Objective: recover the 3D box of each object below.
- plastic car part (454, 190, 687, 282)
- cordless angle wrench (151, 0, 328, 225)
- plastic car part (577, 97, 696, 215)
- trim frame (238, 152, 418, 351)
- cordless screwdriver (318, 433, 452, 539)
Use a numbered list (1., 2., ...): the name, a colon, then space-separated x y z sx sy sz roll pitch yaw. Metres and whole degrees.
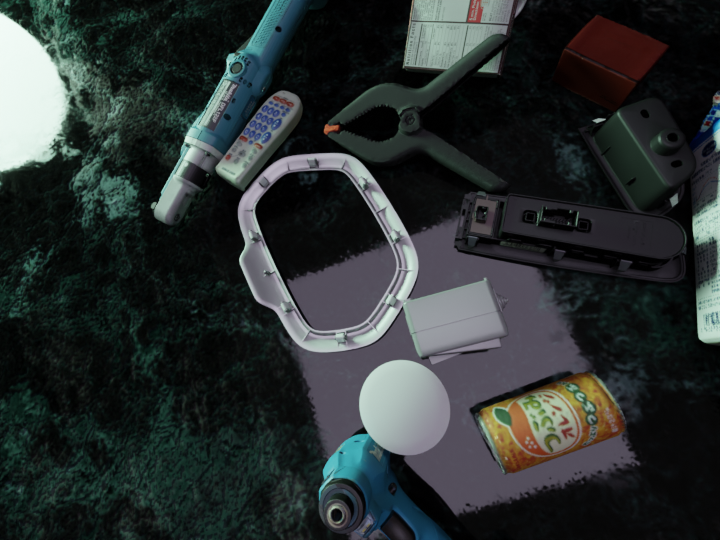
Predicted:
1. plastic car part: 0.202 -0.040 0.406 0.208 0.065 0.067 13 72 14
2. cordless angle wrench: -0.149 -0.247 0.546 0.101 0.072 0.423 25 84 17
3. plastic car part: 0.275 -0.115 0.402 0.067 0.068 0.120 -19 69 8
4. trim frame: -0.047 -0.031 0.480 0.185 0.026 0.256 -29 72 5
5. cordless screwdriver: 0.068 0.234 0.310 0.257 0.154 0.074 41 86 17
